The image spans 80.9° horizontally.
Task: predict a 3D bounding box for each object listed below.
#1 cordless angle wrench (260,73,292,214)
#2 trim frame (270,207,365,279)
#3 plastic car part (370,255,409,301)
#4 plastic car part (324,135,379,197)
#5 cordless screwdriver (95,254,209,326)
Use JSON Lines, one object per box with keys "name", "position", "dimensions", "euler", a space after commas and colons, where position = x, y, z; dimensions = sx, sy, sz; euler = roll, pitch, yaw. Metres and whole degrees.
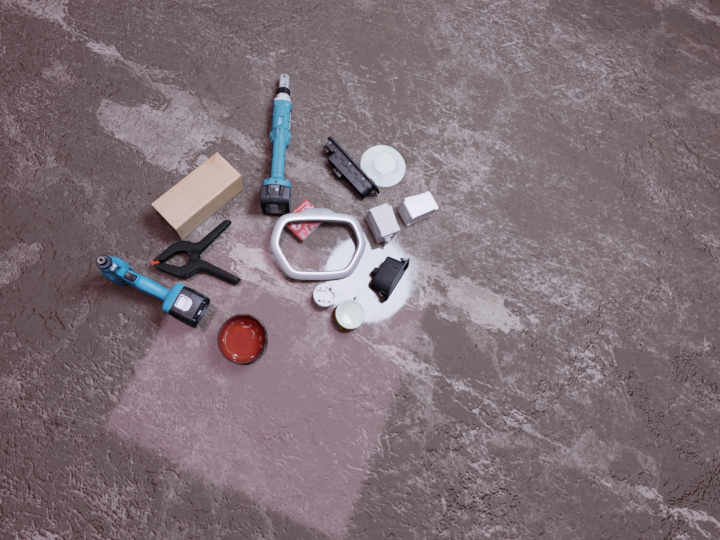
{"name": "cordless angle wrench", "position": [-0.216, -0.357, 1.137], "dimensions": [0.074, 0.097, 0.431], "euler": [2, 70, -6]}
{"name": "trim frame", "position": [-0.104, -0.068, 1.068], "dimensions": [0.243, 0.028, 0.185], "euler": [-2, 86, -13]}
{"name": "plastic car part", "position": [0.067, 0.011, 1.071], "dimensions": [0.073, 0.064, 0.116], "euler": [32, 75, 17]}
{"name": "plastic car part", "position": [-0.030, -0.270, 1.142], "dimensions": [0.206, 0.065, 0.067], "euler": [44, 83, 7]}
{"name": "cordless screwdriver", "position": [-0.467, 0.039, 0.950], "dimensions": [0.249, 0.159, 0.074], "euler": [27, 73, -1]}
